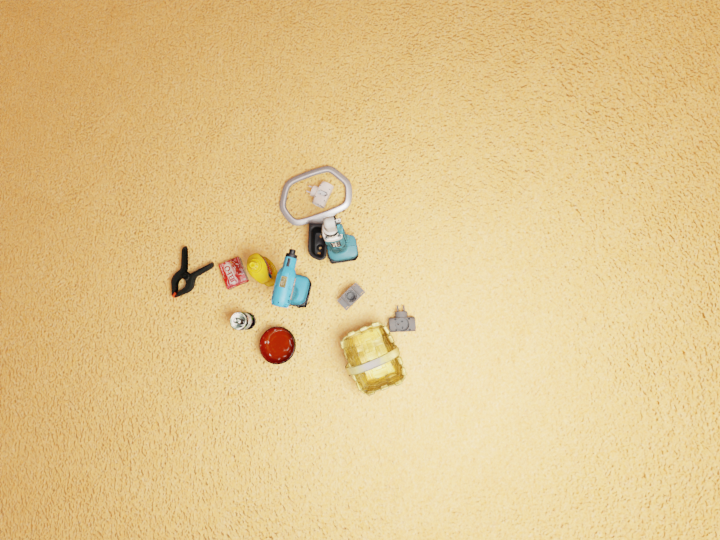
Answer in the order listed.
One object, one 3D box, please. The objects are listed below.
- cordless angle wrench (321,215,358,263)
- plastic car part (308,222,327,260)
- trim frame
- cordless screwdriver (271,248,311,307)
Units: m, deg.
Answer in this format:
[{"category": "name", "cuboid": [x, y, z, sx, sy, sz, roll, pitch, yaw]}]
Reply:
[{"category": "cordless angle wrench", "cuboid": [-0.064, -0.086, 1.153, 0.098, 0.415, 0.075, -9, 83, 1]}, {"category": "plastic car part", "cuboid": [-0.131, -0.086, 1.338, 0.067, 0.069, 0.117, 2, 81, 5]}, {"category": "trim frame", "cuboid": [-0.149, -0.242, 1.390, 0.250, 0.027, 0.187, -19, 78, 4]}, {"category": "cordless screwdriver", "cuboid": [-0.196, 0.031, 1.237, 0.075, 0.244, 0.160, 11, 83, 4]}]
